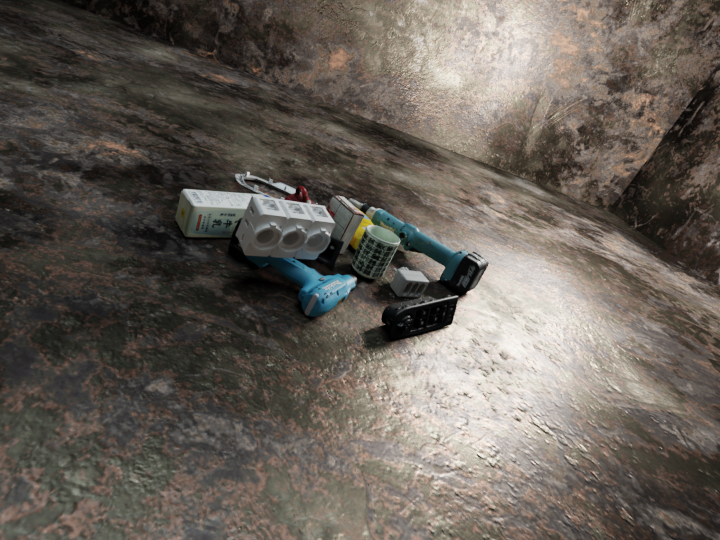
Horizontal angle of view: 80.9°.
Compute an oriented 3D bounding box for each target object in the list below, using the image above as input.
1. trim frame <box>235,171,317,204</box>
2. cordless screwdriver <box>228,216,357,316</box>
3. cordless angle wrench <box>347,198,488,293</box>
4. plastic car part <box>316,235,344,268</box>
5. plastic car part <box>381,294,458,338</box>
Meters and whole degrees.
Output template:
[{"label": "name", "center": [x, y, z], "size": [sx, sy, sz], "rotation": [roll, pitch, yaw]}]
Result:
[{"label": "trim frame", "center": [-0.221, -0.210, 1.130], "size": [0.252, 0.027, 0.183], "rotation": [23, 17, 5]}, {"label": "cordless screwdriver", "center": [-0.128, -0.019, 0.832], "size": [0.258, 0.074, 0.154], "rotation": [37, 30, 18]}, {"label": "cordless angle wrench", "center": [0.124, -0.092, 1.127], "size": [0.445, 0.097, 0.071], "rotation": [35, 25, 29]}, {"label": "plastic car part", "center": [-0.093, -0.061, 0.953], "size": [0.120, 0.066, 0.069], "rotation": [26, 12, 14]}, {"label": "plastic car part", "center": [0.113, 0.083, 0.833], "size": [0.194, 0.065, 0.071], "rotation": [-10, 32, -46]}]
